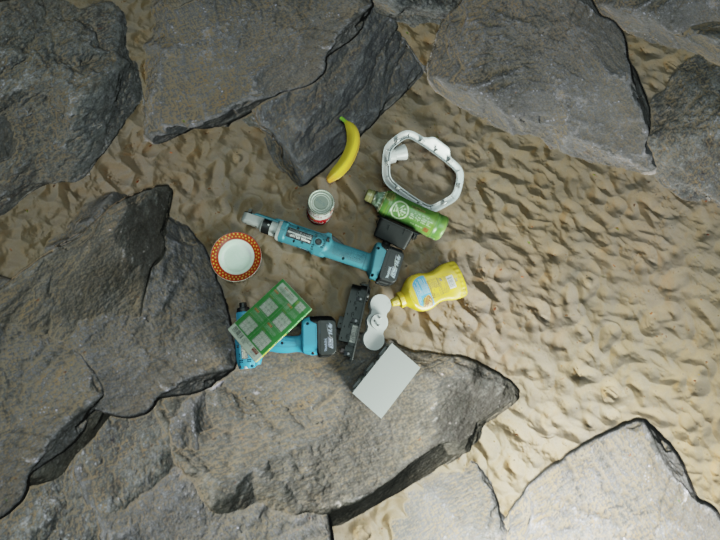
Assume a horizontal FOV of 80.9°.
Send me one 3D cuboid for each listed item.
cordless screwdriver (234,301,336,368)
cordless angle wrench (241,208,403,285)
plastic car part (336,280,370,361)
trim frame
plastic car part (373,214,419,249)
[{"bbox_3d":[-0.183,0.146,1.031,0.249,0.073,0.161,-7,79,-1],"label":"cordless screwdriver"},{"bbox_3d":[-0.106,-0.069,1.083,0.426,0.073,0.098,19,78,3],"label":"cordless angle wrench"},{"bbox_3d":[-0.018,0.119,1.050,0.069,0.064,0.204,15,78,12],"label":"plastic car part"},{"bbox_3d":[0.168,-0.266,1.132,0.244,0.028,0.184,33,84,-8],"label":"trim frame"},{"bbox_3d":[0.085,-0.091,1.104,0.118,0.065,0.071,22,93,4],"label":"plastic car part"}]
